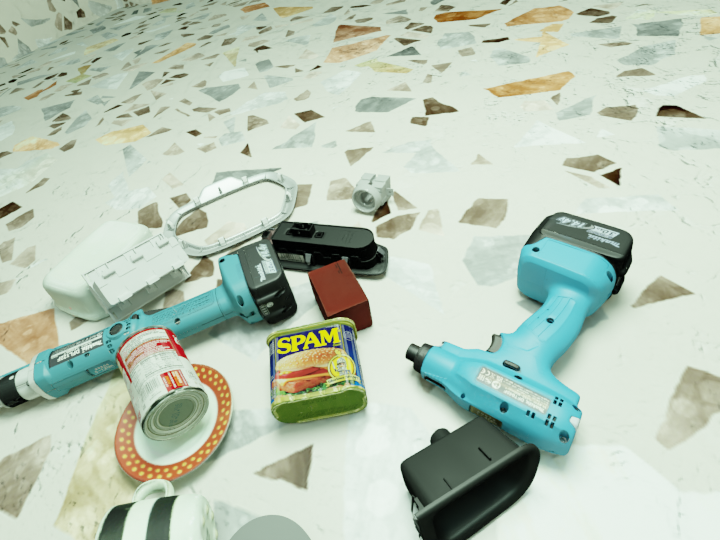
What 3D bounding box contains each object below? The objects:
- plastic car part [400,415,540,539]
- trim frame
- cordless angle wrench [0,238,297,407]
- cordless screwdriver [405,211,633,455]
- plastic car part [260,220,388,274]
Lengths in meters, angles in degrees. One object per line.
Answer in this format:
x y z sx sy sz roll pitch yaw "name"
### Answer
0.082 0.169 0.357 0.114 0.063 0.075 -28 32 -18 "plastic car part"
-0.225 -0.107 0.732 0.246 0.026 0.194 -28 45 -10 "trim frame"
-0.291 0.087 0.531 0.420 0.071 0.103 -24 45 -5 "cordless angle wrench"
0.170 0.043 0.445 0.168 0.071 0.247 21 58 31 "cordless screwdriver"
-0.058 -0.038 0.597 0.210 0.064 0.066 10 41 20 "plastic car part"
